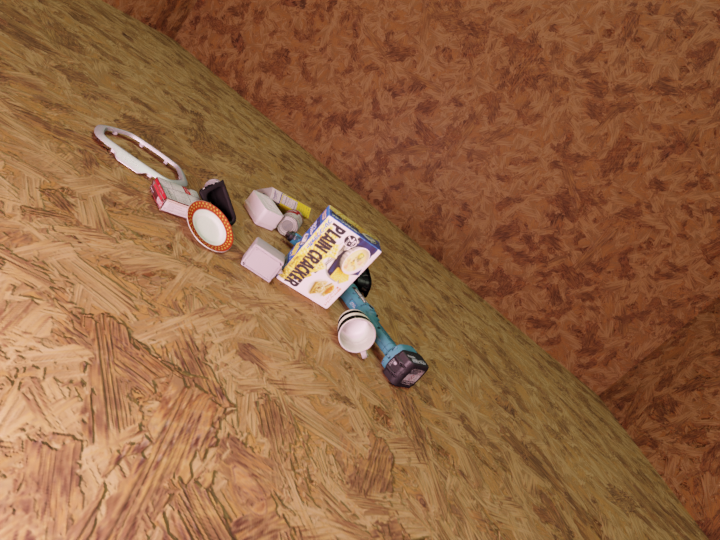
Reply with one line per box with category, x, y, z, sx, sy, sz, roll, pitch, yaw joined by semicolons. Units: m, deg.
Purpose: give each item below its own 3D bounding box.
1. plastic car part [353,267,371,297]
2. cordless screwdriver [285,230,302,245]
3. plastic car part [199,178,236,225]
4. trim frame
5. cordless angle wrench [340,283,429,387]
plastic car part;-0.004;0.013;1.387;0.065;0.066;0.211;23;21;-22
cordless screwdriver;-0.115;-0.075;1.175;0.155;0.074;0.256;36;-18;-16
plastic car part;-0.357;-0.164;1.036;0.075;0.065;0.112;28;-38;40
trim frame;-0.542;-0.283;1.054;0.241;0.027;0.189;37;14;-16
cordless angle wrench;0.014;0.118;1.125;0.092;0.074;0.447;24;19;-45
